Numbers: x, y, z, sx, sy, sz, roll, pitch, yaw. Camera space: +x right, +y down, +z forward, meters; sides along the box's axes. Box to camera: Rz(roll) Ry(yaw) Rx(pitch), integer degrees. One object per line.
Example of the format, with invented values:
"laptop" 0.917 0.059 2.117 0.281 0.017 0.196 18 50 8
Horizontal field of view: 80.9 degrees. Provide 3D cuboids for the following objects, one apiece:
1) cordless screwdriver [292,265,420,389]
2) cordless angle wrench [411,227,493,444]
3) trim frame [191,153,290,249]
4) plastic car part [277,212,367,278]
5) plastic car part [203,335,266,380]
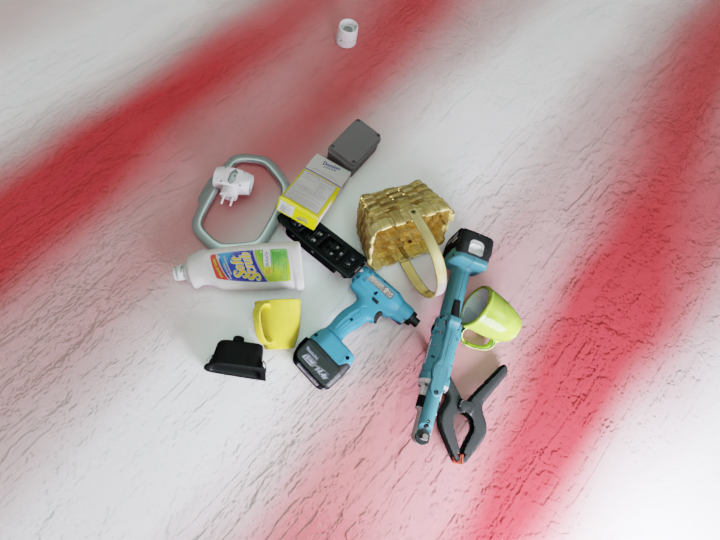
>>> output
"cordless screwdriver" -0.005 0.124 0.821 0.162 0.074 0.247 39 67 7
"cordless angle wrench" 0.166 0.117 0.815 0.074 0.097 0.426 22 66 -3
"trim frame" -0.256 -0.147 0.914 0.184 0.027 0.250 22 71 1
"plastic car part" -0.086 -0.056 0.876 0.208 0.066 0.066 40 65 11
"plastic car part" -0.228 0.159 0.794 0.117 0.064 0.072 11 55 0
